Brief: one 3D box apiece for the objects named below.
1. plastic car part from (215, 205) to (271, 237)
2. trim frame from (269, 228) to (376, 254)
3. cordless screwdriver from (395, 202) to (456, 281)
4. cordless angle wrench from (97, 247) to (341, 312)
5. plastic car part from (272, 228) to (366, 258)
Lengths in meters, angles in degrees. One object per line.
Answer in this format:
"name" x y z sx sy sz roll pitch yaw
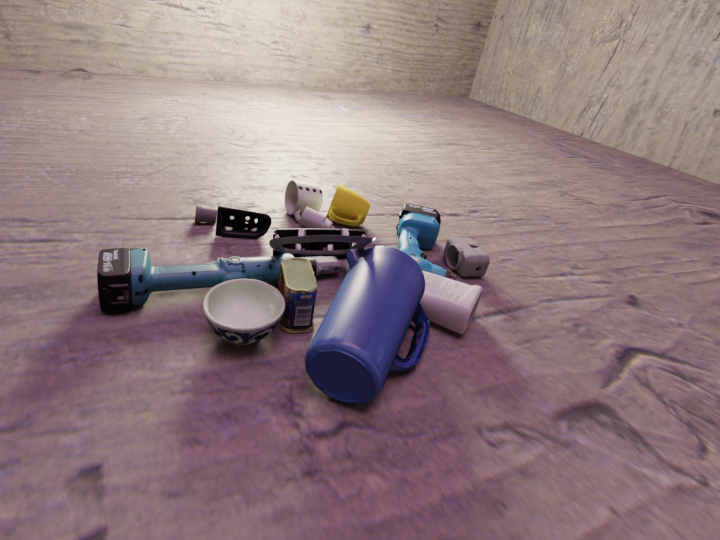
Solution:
"plastic car part" -0.259 -0.110 0.940 0.114 0.065 0.073 5 17 -14
"trim frame" -0.068 -0.048 0.743 0.182 0.028 0.249 1 -5 -7
"cordless screwdriver" 0.137 -0.054 0.928 0.163 0.073 0.249 15 36 10
"cordless angle wrench" -0.226 0.003 0.750 0.408 0.073 0.103 -4 33 -24
"plastic car part" -0.087 -0.057 0.894 0.198 0.066 0.069 -2 7 -15
